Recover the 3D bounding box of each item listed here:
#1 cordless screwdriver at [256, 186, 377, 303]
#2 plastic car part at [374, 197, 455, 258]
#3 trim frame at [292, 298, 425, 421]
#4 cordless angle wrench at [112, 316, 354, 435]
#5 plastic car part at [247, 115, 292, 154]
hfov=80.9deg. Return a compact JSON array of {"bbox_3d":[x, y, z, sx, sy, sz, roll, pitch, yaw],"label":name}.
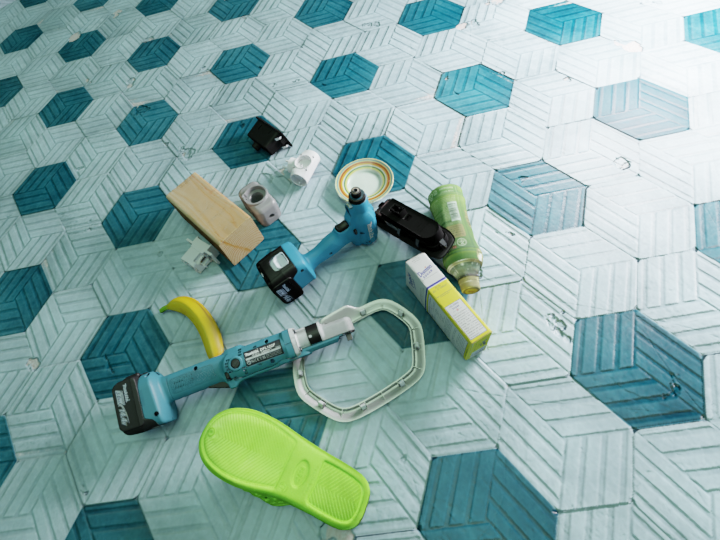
[{"bbox_3d":[-0.079,-0.051,0.804,0.247,0.152,0.078,-34,61,-7],"label":"cordless screwdriver"},{"bbox_3d":[0.096,-0.093,0.809,0.066,0.063,0.215,-40,46,-10],"label":"plastic car part"},{"bbox_3d":[-0.004,0.149,0.744,0.247,0.026,0.193,-31,58,-4],"label":"trim frame"},{"bbox_3d":[-0.213,0.165,0.739,0.423,0.072,0.100,-21,75,0],"label":"cordless angle wrench"},{"bbox_3d":[-0.240,-0.331,1.064,0.123,0.063,0.071,36,86,30],"label":"plastic car part"}]
